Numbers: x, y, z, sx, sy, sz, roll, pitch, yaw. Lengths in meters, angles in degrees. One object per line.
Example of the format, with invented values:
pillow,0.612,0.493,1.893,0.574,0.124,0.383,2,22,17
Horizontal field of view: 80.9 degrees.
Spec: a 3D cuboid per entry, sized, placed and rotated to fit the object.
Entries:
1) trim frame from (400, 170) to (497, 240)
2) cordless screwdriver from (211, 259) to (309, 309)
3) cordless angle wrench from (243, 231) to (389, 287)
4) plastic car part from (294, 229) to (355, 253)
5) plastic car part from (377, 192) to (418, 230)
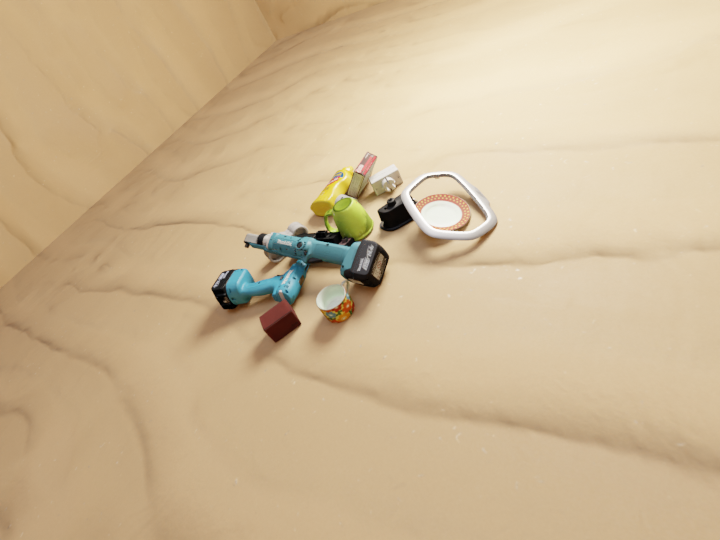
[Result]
trim frame,0.202,-0.154,0.982,0.183,0.026,0.261,-20,47,-5
cordless screwdriver,-0.257,0.027,1.113,0.258,0.071,0.160,-5,37,25
cordless angle wrench,-0.138,-0.051,1.056,0.445,0.070,0.098,12,76,34
plastic car part,-0.109,-0.071,1.113,0.212,0.064,0.066,-3,34,37
plastic car part,0.093,-0.155,1.062,0.116,0.067,0.069,-30,38,-1
